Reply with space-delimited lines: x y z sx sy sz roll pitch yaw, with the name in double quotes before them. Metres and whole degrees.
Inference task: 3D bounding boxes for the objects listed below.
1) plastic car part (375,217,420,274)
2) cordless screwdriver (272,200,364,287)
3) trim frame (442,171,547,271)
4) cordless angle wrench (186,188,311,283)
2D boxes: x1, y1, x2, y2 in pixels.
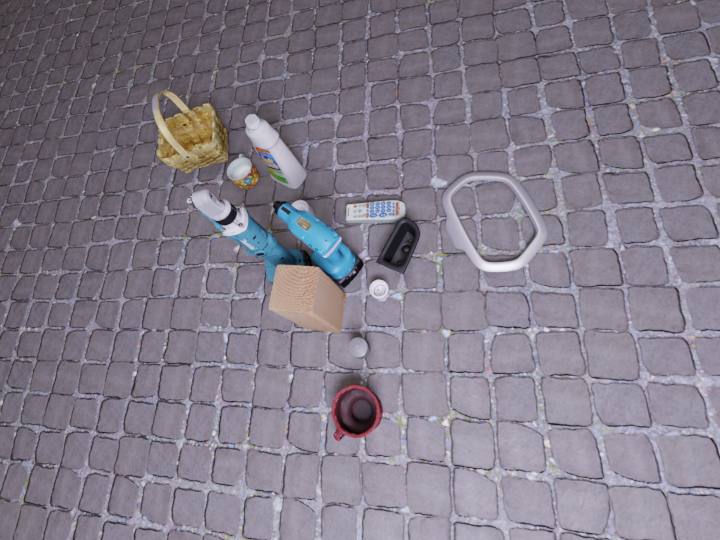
"plastic car part" 0.093 -0.047 0.923 0.069 0.068 0.117 24 79 22
"cordless screwdriver" -0.087 -0.057 0.889 0.166 0.238 0.074 38 84 23
"trim frame" 0.280 -0.111 0.910 0.186 0.026 0.257 -24 65 8
"cordless angle wrench" -0.200 -0.055 0.831 0.099 0.405 0.076 -13 70 9
